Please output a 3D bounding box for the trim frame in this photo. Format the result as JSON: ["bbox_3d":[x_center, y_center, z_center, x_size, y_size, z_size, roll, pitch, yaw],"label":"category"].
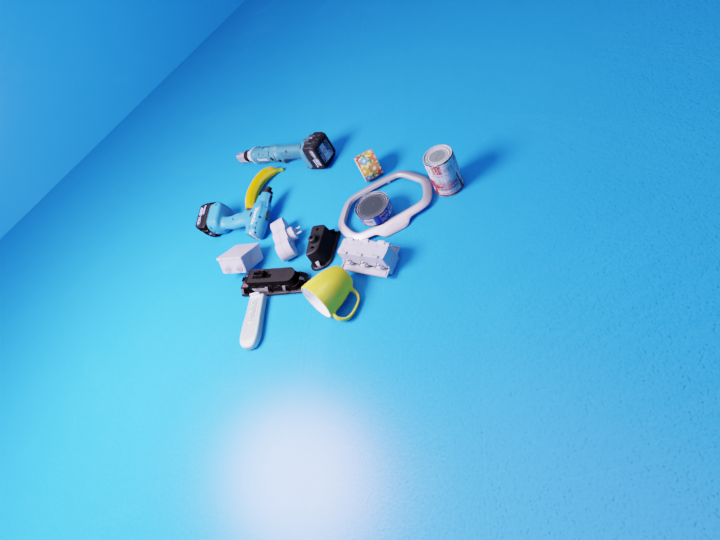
[{"bbox_3d":[0.057,-0.159,1.035,0.251,0.026,0.192,-27,45,9],"label":"trim frame"}]

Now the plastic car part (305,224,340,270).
[{"bbox_3d":[-0.101,-0.066,1.031,0.068,0.067,0.118,-8,50,28],"label":"plastic car part"}]

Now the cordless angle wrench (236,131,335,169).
[{"bbox_3d":[-0.269,-0.377,1.367,0.446,0.093,0.074,10,58,40],"label":"cordless angle wrench"}]

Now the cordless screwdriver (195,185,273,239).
[{"bbox_3d":[-0.370,-0.174,1.265,0.260,0.070,0.161,3,71,30],"label":"cordless screwdriver"}]

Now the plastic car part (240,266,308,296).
[{"bbox_3d":[-0.220,0.021,1.047,0.211,0.064,0.067,-1,48,28],"label":"plastic car part"}]
